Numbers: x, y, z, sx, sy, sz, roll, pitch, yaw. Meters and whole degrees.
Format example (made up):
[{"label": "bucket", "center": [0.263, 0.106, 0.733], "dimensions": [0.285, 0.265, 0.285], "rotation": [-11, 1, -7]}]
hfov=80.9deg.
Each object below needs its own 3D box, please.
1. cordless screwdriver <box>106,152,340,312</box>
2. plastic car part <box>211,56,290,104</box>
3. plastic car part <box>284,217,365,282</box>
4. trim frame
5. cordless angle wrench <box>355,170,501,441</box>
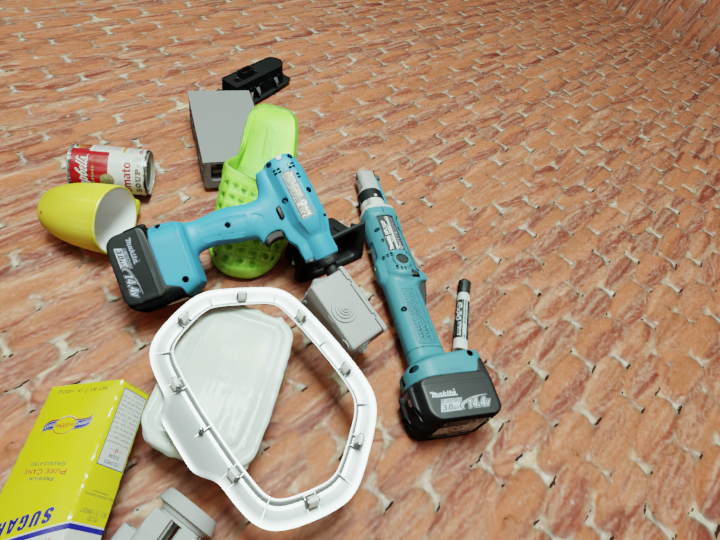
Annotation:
[{"label": "cordless screwdriver", "center": [-0.154, -0.022, 0.507], "dimensions": [0.246, 0.075, 0.160], "rotation": [-27, 87, -10]}, {"label": "plastic car part", "center": [-0.217, -0.372, 0.834], "dimensions": [0.069, 0.065, 0.200], "rotation": [29, 48, 17]}, {"label": "plastic car part", "center": [-0.059, -0.039, 0.603], "dimensions": [0.114, 0.064, 0.075], "rotation": [-23, 46, -25]}, {"label": "trim frame", "center": [-0.094, 0.111, 0.410], "dimensions": [0.180, 0.027, 0.258], "rotation": [-31, 66, -31]}, {"label": "cordless angle wrench", "center": [0.052, 0.002, 0.586], "dimensions": [0.095, 0.073, 0.441], "rotation": [-3, 50, -17]}]
